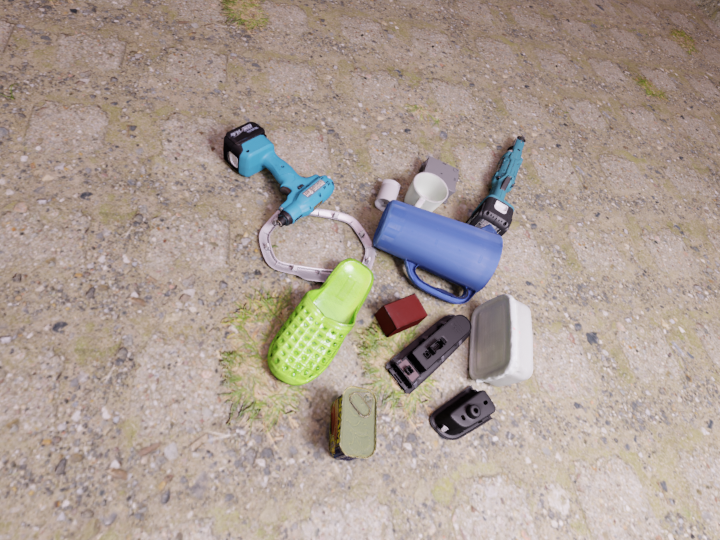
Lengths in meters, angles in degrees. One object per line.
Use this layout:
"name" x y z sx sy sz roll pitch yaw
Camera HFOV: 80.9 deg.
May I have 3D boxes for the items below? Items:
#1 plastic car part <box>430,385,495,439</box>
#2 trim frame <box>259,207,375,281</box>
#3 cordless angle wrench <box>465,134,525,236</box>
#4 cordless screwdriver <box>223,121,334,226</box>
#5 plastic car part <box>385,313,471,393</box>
"plastic car part" 0.188 0.249 0.740 0.113 0.070 0.068 -20 67 -29
"trim frame" -0.086 -0.056 0.877 0.243 0.027 0.189 8 59 -13
"cordless angle wrench" 0.365 -0.228 1.078 0.075 0.097 0.422 31 52 0
"cordless screwdriver" -0.194 -0.201 0.897 0.255 0.073 0.157 37 56 12
"plastic car part" 0.142 0.141 0.801 0.198 0.066 0.069 -32 67 -32
